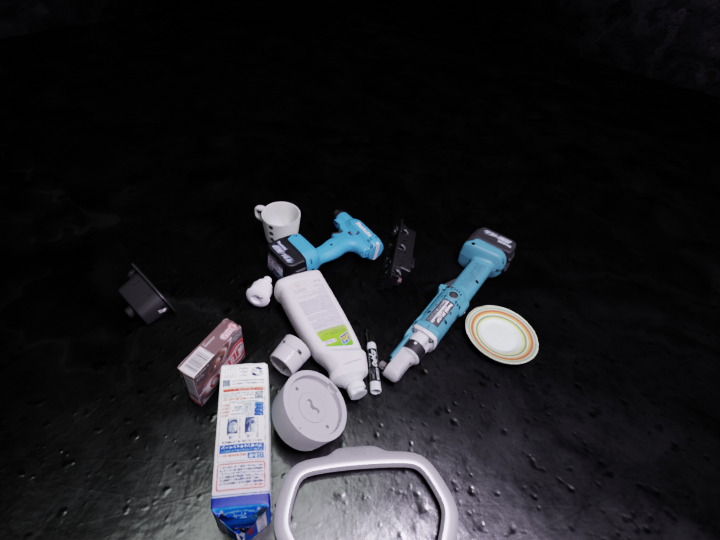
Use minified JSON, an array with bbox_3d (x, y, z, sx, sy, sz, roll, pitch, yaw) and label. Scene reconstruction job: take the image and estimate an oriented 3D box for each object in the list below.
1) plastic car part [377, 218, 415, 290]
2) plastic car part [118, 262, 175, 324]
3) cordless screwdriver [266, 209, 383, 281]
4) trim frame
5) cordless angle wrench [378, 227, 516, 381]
[{"bbox_3d":[0.087,-0.038,0.920,0.067,0.065,0.207,16,44,-5],"label":"plastic car part"},{"bbox_3d":[-0.413,0.055,0.797,0.070,0.063,0.122,-40,62,-19],"label":"plastic car part"},{"bbox_3d":[-0.090,-0.059,0.923,0.241,0.072,0.168,-21,50,-29],"label":"cordless screwdriver"},{"bbox_3d":[0.009,0.328,0.567,0.246,0.027,0.191,-5,46,-6],"label":"trim frame"},{"bbox_3d":[0.173,0.062,0.822,0.102,0.072,0.417,30,52,23],"label":"cordless angle wrench"}]
